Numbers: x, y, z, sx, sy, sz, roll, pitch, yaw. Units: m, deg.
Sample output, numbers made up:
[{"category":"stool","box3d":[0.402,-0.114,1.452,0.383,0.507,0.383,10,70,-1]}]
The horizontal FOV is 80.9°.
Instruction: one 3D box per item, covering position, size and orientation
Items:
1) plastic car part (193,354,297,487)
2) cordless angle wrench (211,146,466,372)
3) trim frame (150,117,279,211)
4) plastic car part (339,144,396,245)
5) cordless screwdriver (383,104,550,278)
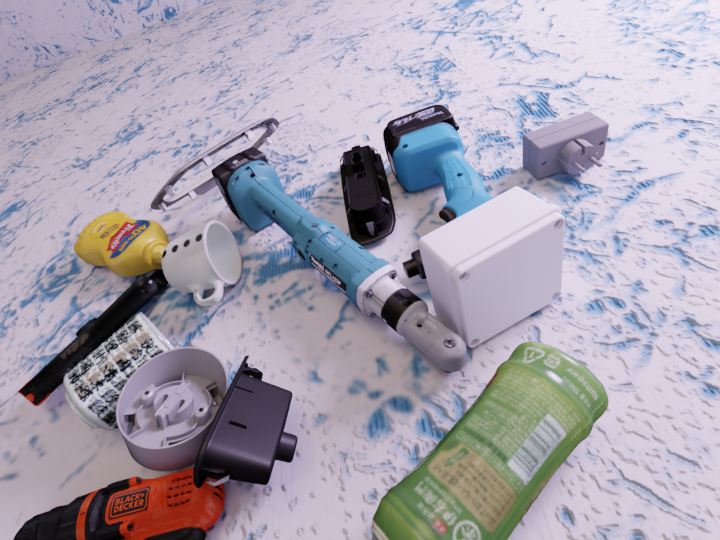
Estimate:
[{"category":"plastic car part","box3d":[-0.088,0.136,0.355,0.071,0.065,0.118,12,19,-5]},{"category":"cordless angle wrench","box3d":[-0.049,-0.032,0.499,0.073,0.094,0.448,-35,48,-19]},{"category":"trim frame","box3d":[-0.223,-0.166,0.669,0.246,0.027,0.189,-44,14,-24]},{"category":"plastic car part","box3d":[0.006,-0.118,0.579,0.067,0.064,0.210,-10,47,3]},{"category":"cordless screwdriver","box3d":[0.090,-0.099,0.516,0.159,0.071,0.261,-23,47,0]}]
